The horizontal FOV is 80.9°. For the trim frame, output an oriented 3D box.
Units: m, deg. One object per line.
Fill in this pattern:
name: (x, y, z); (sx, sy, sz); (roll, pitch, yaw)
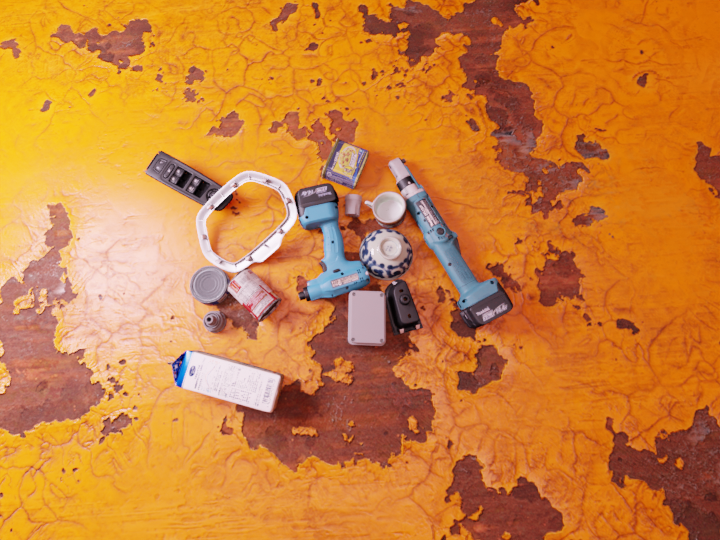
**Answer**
trim frame: (-0.257, -0.107, 0.939); (0.249, 0.027, 0.184); (-39, 91, 8)

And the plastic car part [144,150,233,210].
plastic car part: (-0.393, -0.195, 0.984); (0.204, 0.066, 0.066); (28, 70, 3)

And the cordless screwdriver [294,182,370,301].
cordless screwdriver: (-0.092, -0.060, 0.943); (0.158, 0.073, 0.253); (-18, 79, -5)

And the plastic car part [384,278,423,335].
plastic car part: (0.092, 0.073, 0.903); (0.065, 0.070, 0.118); (-14, 79, -7)

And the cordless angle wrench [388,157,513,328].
cordless angle wrench: (0.176, -0.078, 0.946); (0.097, 0.073, 0.435); (-27, 74, -8)
